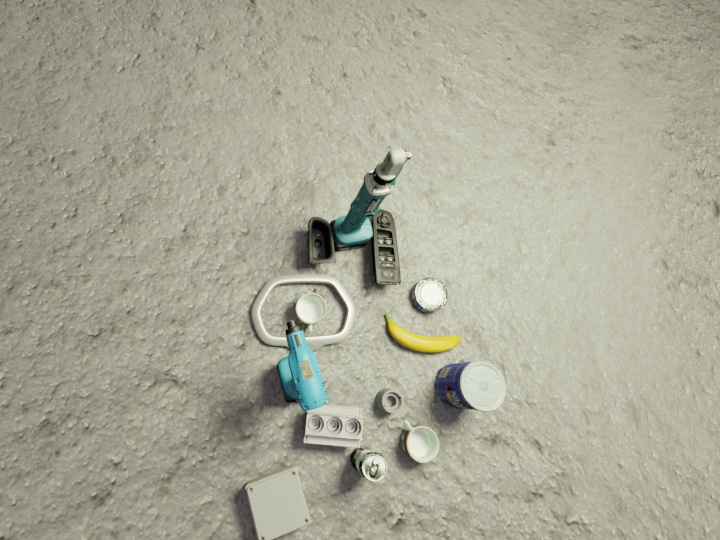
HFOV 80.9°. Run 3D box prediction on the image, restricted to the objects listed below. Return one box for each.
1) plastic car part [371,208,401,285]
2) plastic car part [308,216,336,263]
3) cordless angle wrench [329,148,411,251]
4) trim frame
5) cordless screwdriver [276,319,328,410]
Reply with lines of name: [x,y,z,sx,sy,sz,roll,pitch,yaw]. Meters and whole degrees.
plastic car part: [0.057,-0.058,1.068,0.065,0.067,0.207,1,72,-11]
plastic car part: [-0.102,-0.067,1.045,0.065,0.071,0.119,-2,73,-12]
cordless angle wrench: [0.013,-0.141,0.900,0.096,0.423,0.076,-9,77,-16]
trim frame: [-0.135,0.099,1.008,0.245,0.027,0.188,-2,72,-9]
cordless screwdriver: [-0.127,0.194,0.861,0.073,0.248,0.162,-14,78,-17]
